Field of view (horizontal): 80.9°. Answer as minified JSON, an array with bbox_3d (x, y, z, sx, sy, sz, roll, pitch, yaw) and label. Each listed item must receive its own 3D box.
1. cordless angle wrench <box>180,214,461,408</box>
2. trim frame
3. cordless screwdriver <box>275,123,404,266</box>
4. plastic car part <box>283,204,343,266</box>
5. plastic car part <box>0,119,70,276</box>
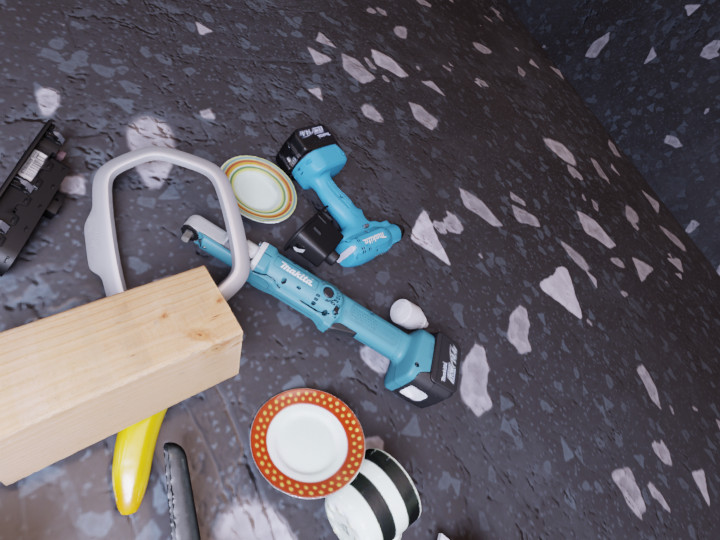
[{"bbox_3d":[-0.055,0.045,0.585,0.417,0.075,0.099,32,47,-7],"label":"cordless angle wrench"},{"bbox_3d":[-0.237,-0.048,0.520,0.179,0.027,0.254,-12,73,-21],"label":"trim frame"},{"bbox_3d":[-0.028,-0.134,0.733,0.154,0.075,0.253,-23,77,-43],"label":"cordless screwdriver"},{"bbox_3d":[-0.060,-0.039,0.613,0.070,0.066,0.117,39,24,-6],"label":"plastic car part"},{"bbox_3d":[-0.374,-0.073,0.463,0.063,0.068,0.208,45,35,-40],"label":"plastic car part"}]
